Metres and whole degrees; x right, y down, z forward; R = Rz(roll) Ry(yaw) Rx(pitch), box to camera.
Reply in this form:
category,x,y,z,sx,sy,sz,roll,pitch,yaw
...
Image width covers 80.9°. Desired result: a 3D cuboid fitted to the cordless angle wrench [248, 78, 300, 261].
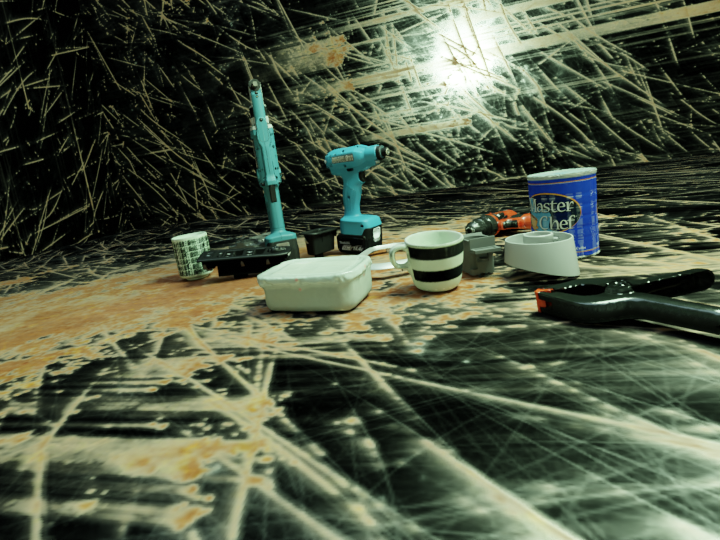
category,x,y,z,sx,sy,sz,roll,pitch,yaw
cordless angle wrench,-0.211,-0.220,0.976,0.073,0.417,0.101,-10,10,-14

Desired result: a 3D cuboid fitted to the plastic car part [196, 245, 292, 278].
category,x,y,z,sx,sy,sz,roll,pitch,yaw
plastic car part,-0.247,-0.018,0.921,0.203,0.066,0.067,-9,11,-1

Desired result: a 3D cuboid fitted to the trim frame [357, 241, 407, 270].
category,x,y,z,sx,sy,sz,roll,pitch,yaw
trim frame,0.062,-0.028,0.848,0.189,0.027,0.245,-5,14,16

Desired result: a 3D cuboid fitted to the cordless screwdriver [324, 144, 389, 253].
category,x,y,z,sx,sy,sz,roll,pitch,yaw
cordless screwdriver,0.006,-0.165,0.981,0.167,0.245,0.072,0,12,37

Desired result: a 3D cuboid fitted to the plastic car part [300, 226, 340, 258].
category,x,y,z,sx,sy,sz,roll,pitch,yaw
plastic car part,-0.099,-0.065,1.009,0.069,0.070,0.114,-2,14,27
